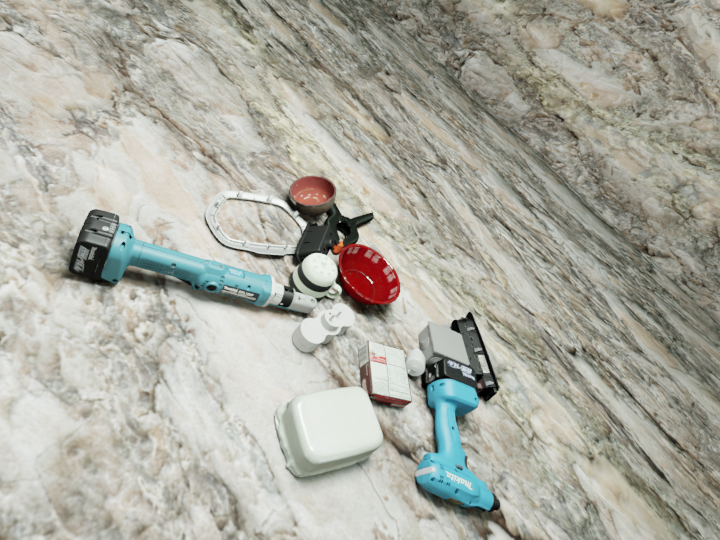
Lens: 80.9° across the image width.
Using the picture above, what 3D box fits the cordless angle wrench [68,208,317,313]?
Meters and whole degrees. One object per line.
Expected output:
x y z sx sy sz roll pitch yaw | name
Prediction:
-0.260 0.011 0.736 0.404 0.098 0.077 19 41 -27 | cordless angle wrench

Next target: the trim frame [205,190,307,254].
-0.216 -0.104 0.927 0.237 0.028 0.192 6 50 -35 | trim frame

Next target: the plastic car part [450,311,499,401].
0.250 0.189 0.964 0.067 0.064 0.209 2 48 -4 | plastic car part

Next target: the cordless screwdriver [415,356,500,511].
0.187 0.302 0.793 0.155 0.075 0.253 27 44 -14 | cordless screwdriver

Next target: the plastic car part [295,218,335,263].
-0.090 -0.059 0.923 0.118 0.073 0.063 -75 146 -49 | plastic car part
